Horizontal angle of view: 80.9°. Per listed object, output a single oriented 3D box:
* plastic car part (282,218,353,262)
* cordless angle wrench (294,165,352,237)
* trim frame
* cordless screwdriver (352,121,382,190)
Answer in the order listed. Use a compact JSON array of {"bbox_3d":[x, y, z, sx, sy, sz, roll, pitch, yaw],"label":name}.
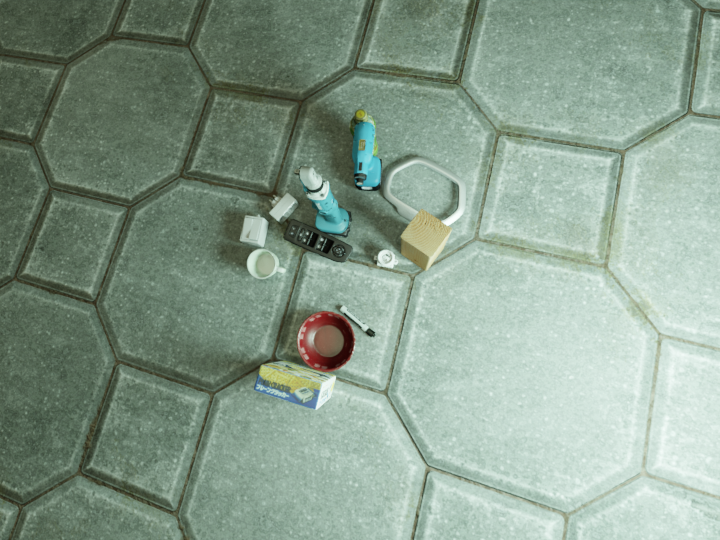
[{"bbox_3d":[-0.120,-0.078,1.223,0.209,0.065,0.066,24,83,14],"label":"plastic car part"},{"bbox_3d":[-0.091,-0.169,1.058,0.100,0.412,0.075,10,82,7],"label":"cordless angle wrench"},{"bbox_3d":[0.184,-0.226,1.221,0.256,0.027,0.184,33,85,15],"label":"trim frame"},{"bbox_3d":[0.014,-0.275,1.151,0.075,0.242,0.161,4,80,6],"label":"cordless screwdriver"}]
